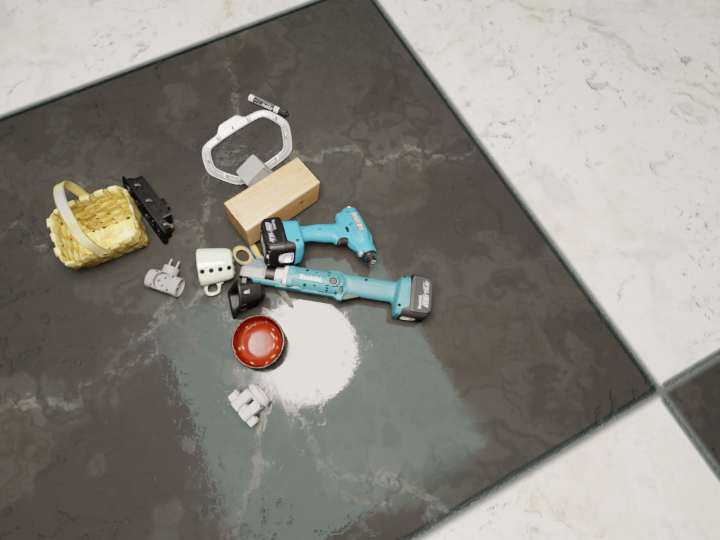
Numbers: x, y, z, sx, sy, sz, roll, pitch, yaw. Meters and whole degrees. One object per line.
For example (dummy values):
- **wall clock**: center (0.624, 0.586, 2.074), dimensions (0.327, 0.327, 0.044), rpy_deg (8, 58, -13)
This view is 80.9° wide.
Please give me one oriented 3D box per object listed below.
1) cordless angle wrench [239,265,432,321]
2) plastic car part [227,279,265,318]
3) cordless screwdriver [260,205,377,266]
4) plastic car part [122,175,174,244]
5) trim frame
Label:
- **cordless angle wrench**: center (-0.060, 0.033, 0.942), dimensions (0.425, 0.073, 0.099), rpy_deg (9, 71, 3)
- **plastic car part**: center (-0.245, 0.056, 0.925), dimensions (0.068, 0.118, 0.067), rpy_deg (-8, 74, -31)
- **cordless screwdriver**: center (-0.092, -0.060, 0.941), dimensions (0.242, 0.073, 0.167), rpy_deg (-11, 53, -19)
- **plastic car part**: center (-0.509, -0.161, 1.023), dimensions (0.066, 0.065, 0.208), rpy_deg (-39, 75, -23)
- **trim frame**: center (-0.293, -0.325, 1.099), dimensions (0.247, 0.027, 0.190), rpy_deg (-37, 74, -10)
